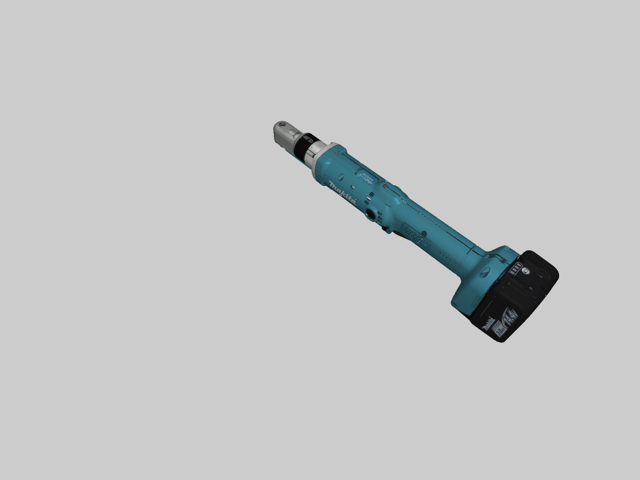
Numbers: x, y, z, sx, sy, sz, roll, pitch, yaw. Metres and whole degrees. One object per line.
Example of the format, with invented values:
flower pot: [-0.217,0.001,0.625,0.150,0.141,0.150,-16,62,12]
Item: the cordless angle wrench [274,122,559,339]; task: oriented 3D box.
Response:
cordless angle wrench: [0.083,-0.045,0.551,0.074,0.422,0.098,-39,-26,-25]
